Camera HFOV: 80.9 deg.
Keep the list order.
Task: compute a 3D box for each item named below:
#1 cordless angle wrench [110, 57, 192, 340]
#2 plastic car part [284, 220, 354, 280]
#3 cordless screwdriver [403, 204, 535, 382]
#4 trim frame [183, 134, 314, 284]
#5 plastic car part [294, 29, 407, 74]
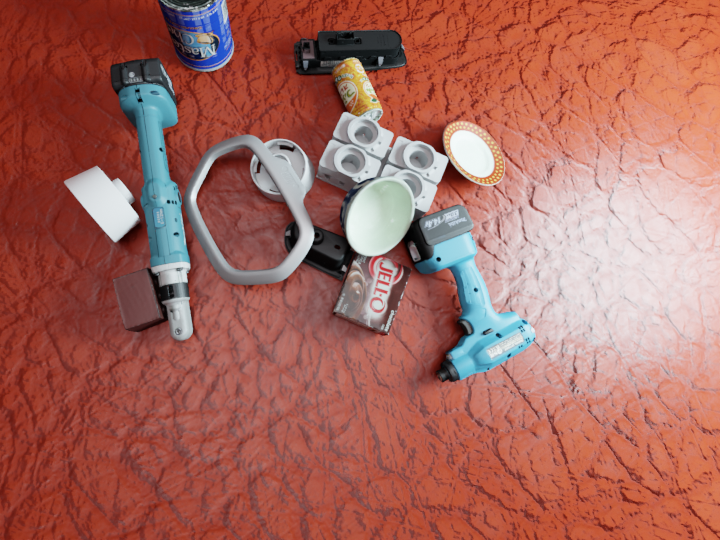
[{"bbox_3d":[-0.299,-0.107,0.637,0.074,0.097,0.428,-11,81,-7],"label":"cordless angle wrench"},{"bbox_3d":[-0.063,-0.041,0.649,0.116,0.071,0.066,25,74,-4],"label":"plastic car part"},{"bbox_3d":[0.141,0.035,0.648,0.157,0.074,0.251,-25,84,-11],"label":"cordless screwdriver"},{"bbox_3d":[-0.172,-0.092,0.642,0.185,0.026,0.256,-35,72,10],"label":"trim frame"},{"bbox_3d":[-0.014,-0.394,0.746,0.200,0.066,0.068,-3,72,-9],"label":"plastic car part"}]
